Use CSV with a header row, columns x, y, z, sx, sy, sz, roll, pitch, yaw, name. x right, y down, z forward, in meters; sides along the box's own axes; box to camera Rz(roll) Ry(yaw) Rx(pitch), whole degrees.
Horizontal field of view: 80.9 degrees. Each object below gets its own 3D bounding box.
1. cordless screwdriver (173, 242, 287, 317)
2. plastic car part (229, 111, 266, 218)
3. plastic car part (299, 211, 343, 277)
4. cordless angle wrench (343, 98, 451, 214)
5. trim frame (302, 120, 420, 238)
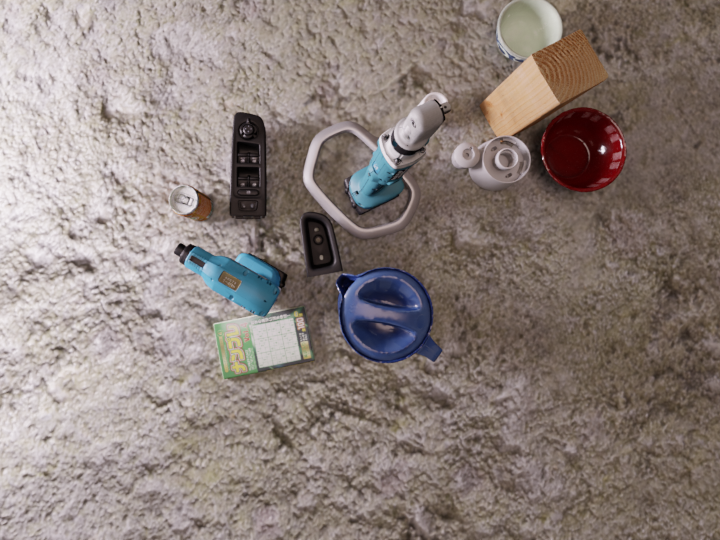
x,y,z,sx,sy,sz,roll,pitch,yaw,name
-0.202,0.007,0.697,0.159,0.250,0.074,30,87,-4,cordless screwdriver
-0.209,-0.196,0.799,0.066,0.067,0.203,-1,87,-4,plastic car part
-0.077,-0.051,0.791,0.066,0.071,0.117,-10,88,-4,plastic car part
0.042,-0.155,0.622,0.097,0.425,0.074,-26,93,-5,cordless angle wrench
0.002,-0.175,0.820,0.249,0.027,0.184,45,87,2,trim frame
